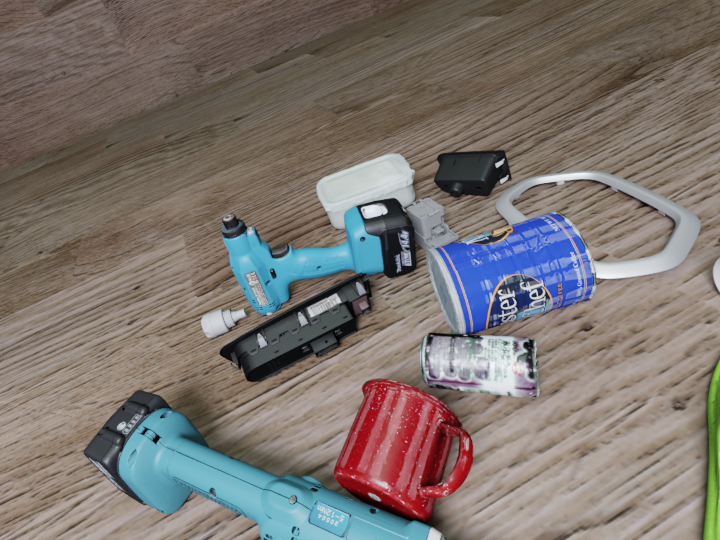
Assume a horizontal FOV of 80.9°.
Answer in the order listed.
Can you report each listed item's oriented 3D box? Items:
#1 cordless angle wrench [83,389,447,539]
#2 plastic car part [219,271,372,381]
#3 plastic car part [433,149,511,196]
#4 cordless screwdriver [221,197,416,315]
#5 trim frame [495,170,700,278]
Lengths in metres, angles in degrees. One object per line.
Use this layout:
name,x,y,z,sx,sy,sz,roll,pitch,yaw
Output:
cordless angle wrench,-0.050,0.199,0.341,0.441,0.094,0.074,7,40,27
plastic car part,-0.070,0.079,0.524,0.202,0.064,0.070,-23,62,-5
plastic car part,0.174,-0.152,0.692,0.122,0.062,0.071,8,59,37
cordless screwdriver,-0.056,-0.037,0.576,0.250,0.152,0.077,-16,36,2
trim frame,0.294,-0.070,0.555,0.183,0.026,0.261,-23,39,-4
